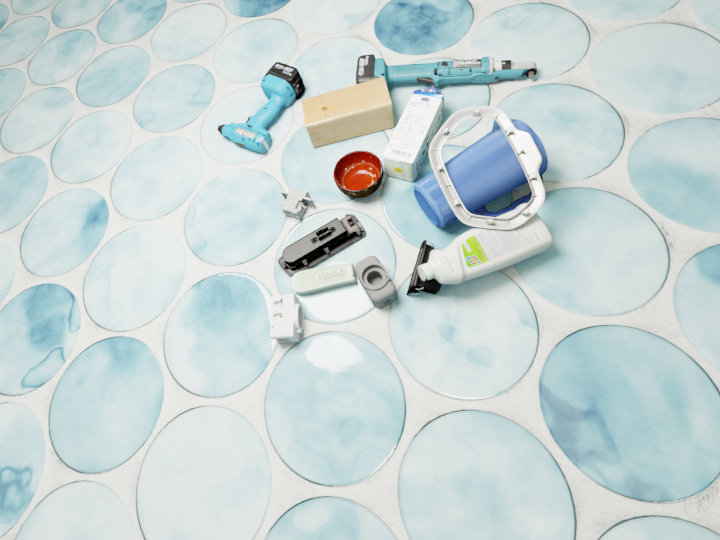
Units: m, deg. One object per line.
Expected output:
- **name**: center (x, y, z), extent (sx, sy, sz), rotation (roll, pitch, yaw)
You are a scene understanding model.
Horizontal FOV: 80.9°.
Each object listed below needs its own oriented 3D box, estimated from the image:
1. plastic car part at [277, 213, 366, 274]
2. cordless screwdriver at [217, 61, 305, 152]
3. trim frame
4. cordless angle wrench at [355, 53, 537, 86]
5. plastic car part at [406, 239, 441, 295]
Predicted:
- **plastic car part**: center (-0.090, -0.059, 0.921), extent (0.203, 0.065, 0.068), rotation (-32, 71, 1)
- **cordless screwdriver**: center (-0.266, -0.438, 1.130), extent (0.166, 0.071, 0.249), rotation (23, 77, 21)
- **trim frame**: center (0.238, -0.194, 0.795), extent (0.185, 0.027, 0.252), rotation (-23, 80, 5)
- **cordless angle wrench**: center (0.204, -0.486, 1.041), extent (0.432, 0.071, 0.100), rotation (2, 67, 12)
- **plastic car part**: center (0.143, -0.001, 0.842), extent (0.072, 0.065, 0.117), rotation (22, 69, 4)
